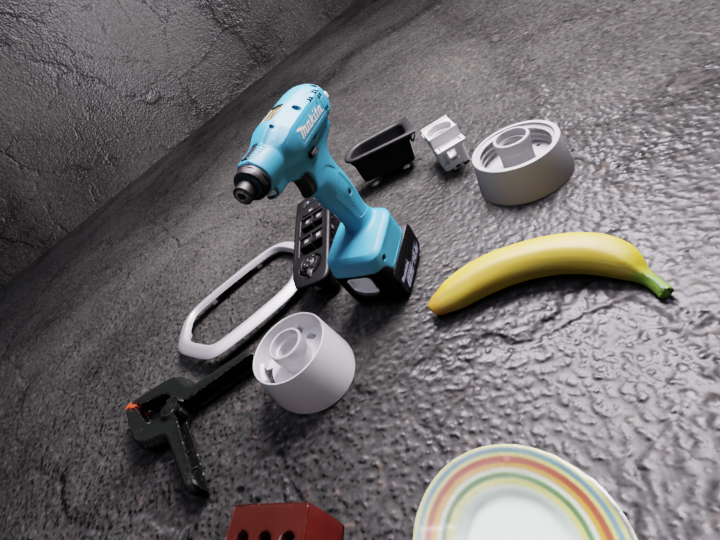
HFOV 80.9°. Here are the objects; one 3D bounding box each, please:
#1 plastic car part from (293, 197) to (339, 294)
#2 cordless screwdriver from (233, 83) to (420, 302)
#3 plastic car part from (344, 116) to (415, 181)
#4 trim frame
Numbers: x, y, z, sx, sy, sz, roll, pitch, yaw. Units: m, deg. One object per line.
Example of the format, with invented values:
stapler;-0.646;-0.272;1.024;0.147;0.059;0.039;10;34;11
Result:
plastic car part;-0.059;-0.039;0.608;0.067;0.064;0.209;-24;36;18
cordless screwdriver;-0.028;-0.054;0.446;0.077;0.237;0.160;-10;41;35
plastic car part;0.040;-0.187;0.690;0.118;0.067;0.068;-27;34;15
trim frame;-0.179;0.041;0.654;0.247;0.026;0.194;-42;35;-8
